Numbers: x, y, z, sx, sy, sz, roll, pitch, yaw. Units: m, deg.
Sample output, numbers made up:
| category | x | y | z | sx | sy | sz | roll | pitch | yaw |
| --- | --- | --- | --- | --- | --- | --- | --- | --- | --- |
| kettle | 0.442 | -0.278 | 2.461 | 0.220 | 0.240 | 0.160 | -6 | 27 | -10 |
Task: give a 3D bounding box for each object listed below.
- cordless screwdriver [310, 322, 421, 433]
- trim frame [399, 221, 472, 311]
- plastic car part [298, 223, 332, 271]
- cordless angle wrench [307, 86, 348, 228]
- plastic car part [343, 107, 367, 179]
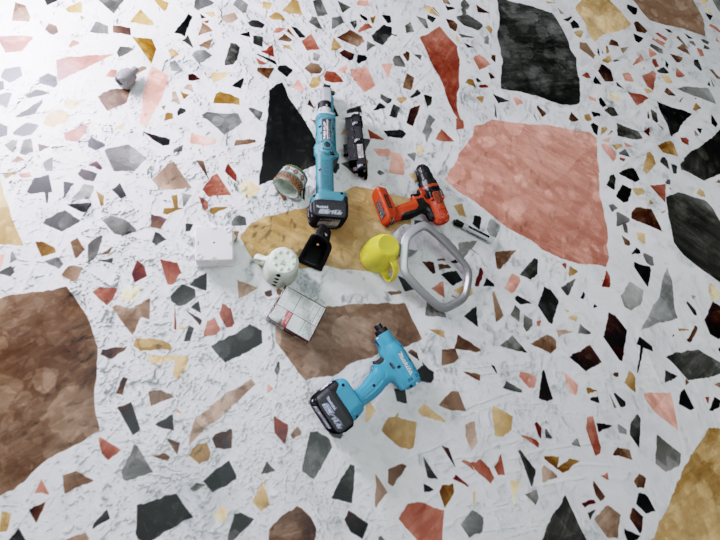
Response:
| category | x | y | z | sx | sy | sz | roll | pitch | yaw |
| --- | --- | --- | --- | --- | --- | --- | --- | --- | --- |
| cordless screwdriver | 0.002 | 0.236 | 0.940 | 0.243 | 0.074 | 0.162 | -27 | 79 | -24 |
| trim frame | 0.190 | -0.009 | 1.058 | 0.242 | 0.028 | 0.184 | 41 | 67 | -14 |
| plastic car part | -0.099 | -0.065 | 1.012 | 0.065 | 0.116 | 0.072 | 23 | 45 | -8 |
| cordless angle wrench | -0.091 | -0.318 | 1.123 | 0.096 | 0.074 | 0.432 | 3 | 68 | -13 |
| plastic car part | -0.014 | -0.347 | 1.157 | 0.068 | 0.064 | 0.207 | -5 | 72 | 11 |
